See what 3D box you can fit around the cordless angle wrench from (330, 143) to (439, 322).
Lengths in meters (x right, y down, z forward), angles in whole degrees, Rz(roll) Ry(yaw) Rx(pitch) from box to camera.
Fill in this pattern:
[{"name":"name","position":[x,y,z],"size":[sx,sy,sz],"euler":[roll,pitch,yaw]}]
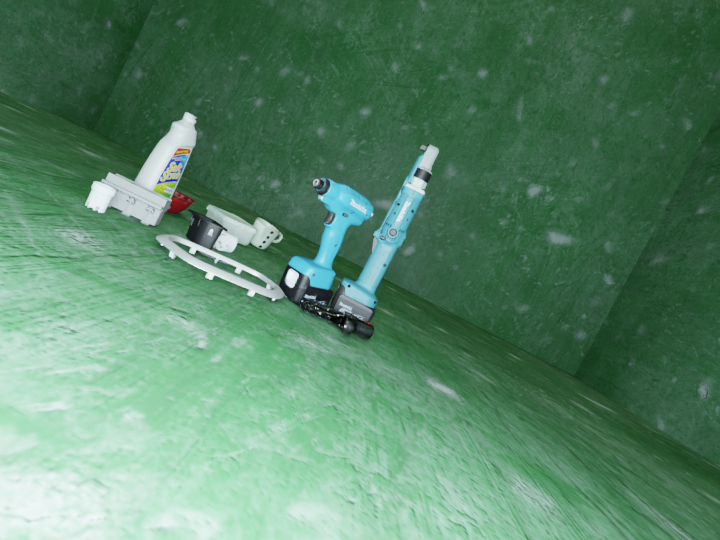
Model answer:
[{"name":"cordless angle wrench","position":[0.067,-0.083,0.938],"size":[0.099,0.422,0.074],"euler":[27,3,2]}]

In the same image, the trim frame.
[{"name":"trim frame","position":[-0.240,-0.004,0.742],"size":[0.237,0.027,0.193],"euler":[25,4,-30]}]

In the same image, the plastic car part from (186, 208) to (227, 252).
[{"name":"plastic car part","position":[-0.314,-0.072,0.842],"size":[0.062,0.071,0.123],"euler":[25,4,-35]}]

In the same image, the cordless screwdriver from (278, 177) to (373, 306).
[{"name":"cordless screwdriver","position":[-0.081,-0.053,0.825],"size":[0.079,0.248,0.150],"euler":[30,4,41]}]
